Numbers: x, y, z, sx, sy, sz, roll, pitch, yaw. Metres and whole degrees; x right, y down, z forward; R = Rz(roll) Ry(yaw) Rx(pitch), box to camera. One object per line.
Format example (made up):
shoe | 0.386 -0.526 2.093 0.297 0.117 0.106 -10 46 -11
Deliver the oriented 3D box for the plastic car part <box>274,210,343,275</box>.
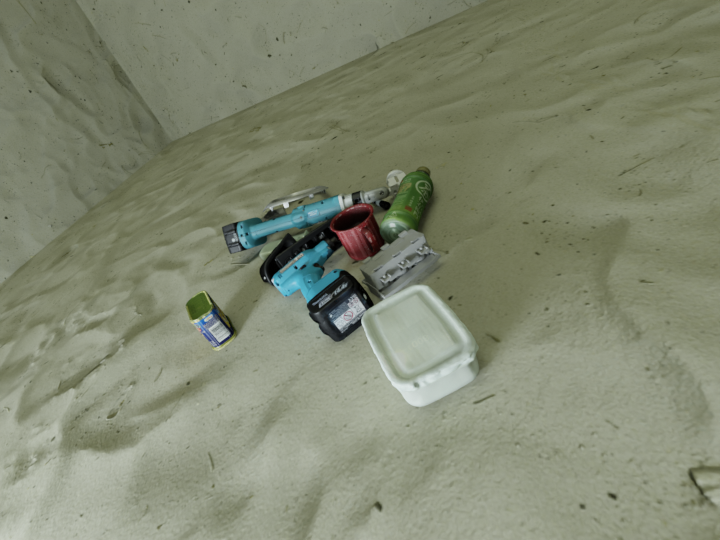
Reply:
plastic car part | -0.090 -0.059 0.925 0.202 0.065 0.068 -36 8 -8

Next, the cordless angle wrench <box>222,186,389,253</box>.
cordless angle wrench | -0.135 -0.129 1.017 0.434 0.074 0.096 -14 7 21

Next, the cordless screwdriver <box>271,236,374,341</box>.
cordless screwdriver | -0.060 0.016 0.780 0.158 0.071 0.262 -41 31 -11

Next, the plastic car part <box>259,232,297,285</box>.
plastic car part | -0.188 -0.018 0.948 0.074 0.064 0.116 -10 37 54

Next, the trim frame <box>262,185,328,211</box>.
trim frame | -0.175 -0.193 1.129 0.183 0.027 0.255 -18 16 -5
